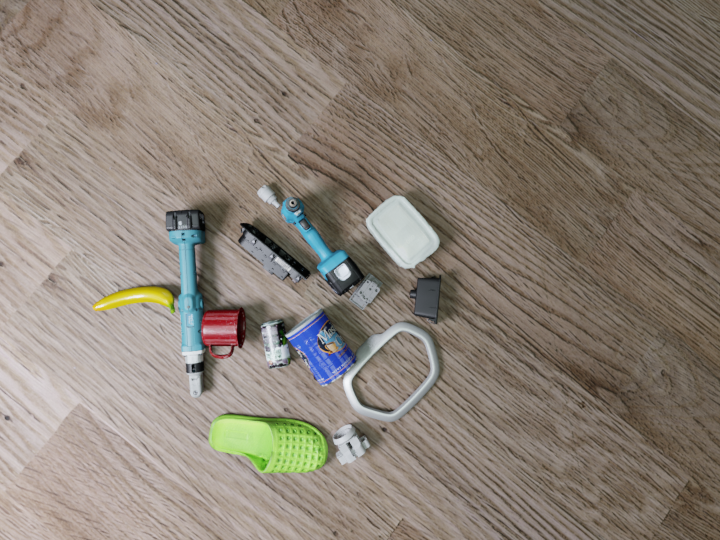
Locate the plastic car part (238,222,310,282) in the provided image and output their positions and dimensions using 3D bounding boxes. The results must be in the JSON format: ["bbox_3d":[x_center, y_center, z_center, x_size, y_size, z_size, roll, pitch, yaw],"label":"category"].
[{"bbox_3d":[-0.212,-0.037,1.002,0.203,0.066,0.067,43,109,0],"label":"plastic car part"}]

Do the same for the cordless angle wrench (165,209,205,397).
[{"bbox_3d":[-0.387,0.076,0.966,0.073,0.099,0.424,-4,88,-10],"label":"cordless angle wrench"}]

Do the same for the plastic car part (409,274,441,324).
[{"bbox_3d":[0.153,0.067,1.007,0.072,0.064,0.117,3,81,9],"label":"plastic car part"}]

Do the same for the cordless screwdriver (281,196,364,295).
[{"bbox_3d":[-0.094,-0.061,0.956,0.074,0.160,0.249,-37,90,-7],"label":"cordless screwdriver"}]

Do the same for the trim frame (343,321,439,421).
[{"bbox_3d":[0.074,0.238,0.999,0.248,0.027,0.185,-45,89,-4],"label":"trim frame"}]
